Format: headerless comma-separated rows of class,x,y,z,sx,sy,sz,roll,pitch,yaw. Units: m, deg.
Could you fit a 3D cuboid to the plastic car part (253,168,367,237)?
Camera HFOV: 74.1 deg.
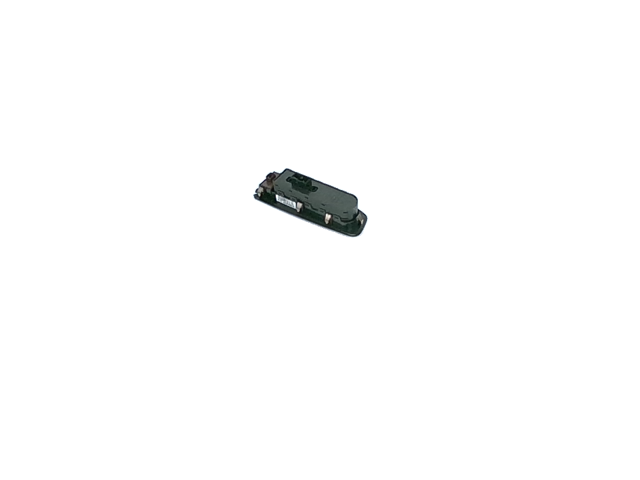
plastic car part,-0.014,-0.071,0.692,0.204,0.067,0.066,28,47,21
